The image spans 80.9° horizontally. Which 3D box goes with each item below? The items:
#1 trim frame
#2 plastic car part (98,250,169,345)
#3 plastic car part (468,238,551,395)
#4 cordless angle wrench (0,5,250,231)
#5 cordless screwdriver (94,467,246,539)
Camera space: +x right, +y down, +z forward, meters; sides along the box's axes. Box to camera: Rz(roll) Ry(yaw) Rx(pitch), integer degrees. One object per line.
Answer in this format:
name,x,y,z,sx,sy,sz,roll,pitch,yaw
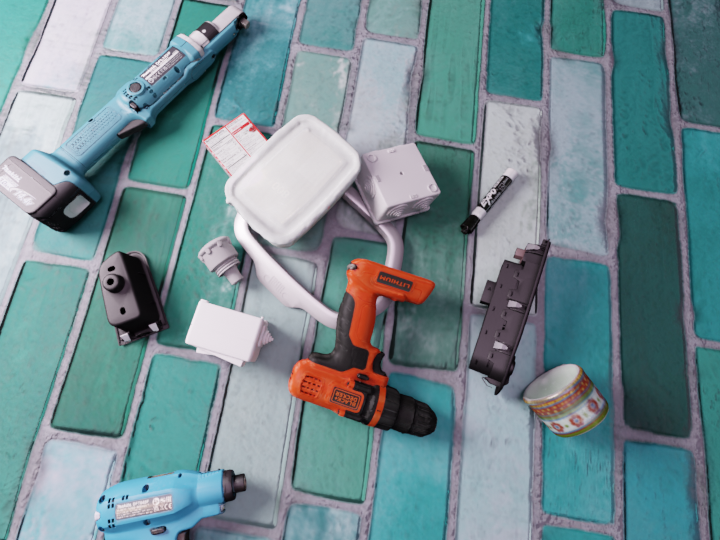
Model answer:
trim frame,-0.056,-0.037,0.573,0.252,0.027,0.183,42,77,7
plastic car part,-0.294,0.027,0.527,0.065,0.070,0.118,-20,81,-10
plastic car part,0.185,0.053,0.537,0.068,0.064,0.204,16,75,10
cordless angle wrench,-0.311,-0.241,0.602,0.099,0.073,0.422,36,75,5
cordless screwdriver,-0.187,0.348,0.443,0.158,0.073,0.255,-10,72,-5
